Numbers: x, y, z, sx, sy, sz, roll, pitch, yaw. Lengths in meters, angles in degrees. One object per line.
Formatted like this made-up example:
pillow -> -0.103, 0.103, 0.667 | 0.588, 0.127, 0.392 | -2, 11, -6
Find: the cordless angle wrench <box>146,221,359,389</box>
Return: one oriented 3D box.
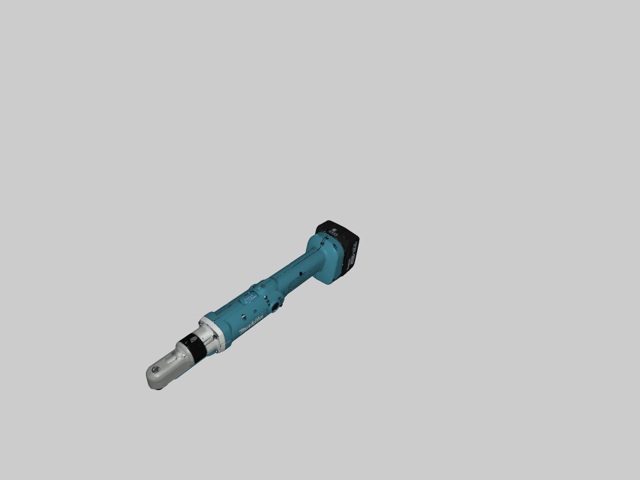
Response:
cordless angle wrench -> -0.091, 0.095, 0.690 | 0.074, 0.098, 0.421 | 31, 44, 27
